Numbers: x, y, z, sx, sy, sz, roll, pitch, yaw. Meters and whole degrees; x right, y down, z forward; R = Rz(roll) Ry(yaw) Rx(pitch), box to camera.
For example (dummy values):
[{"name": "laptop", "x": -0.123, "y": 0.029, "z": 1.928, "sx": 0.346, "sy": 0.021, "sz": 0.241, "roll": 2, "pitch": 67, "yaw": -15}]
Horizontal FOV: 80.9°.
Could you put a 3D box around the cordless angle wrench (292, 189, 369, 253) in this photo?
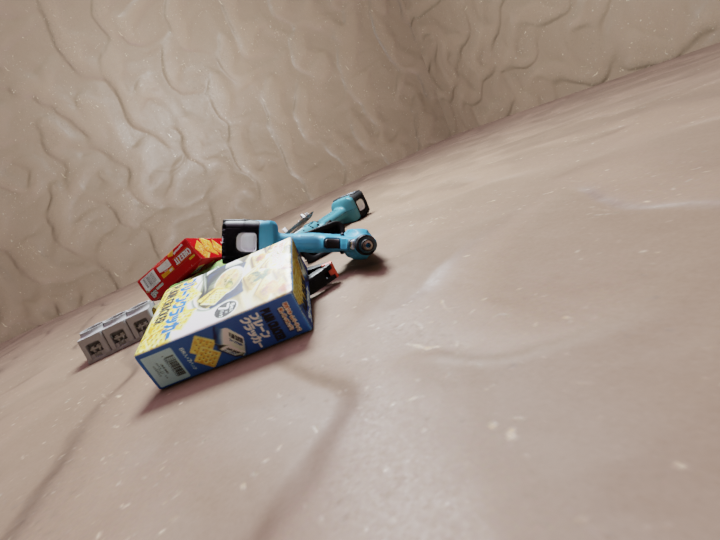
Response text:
[{"name": "cordless angle wrench", "x": -0.122, "y": -0.099, "z": 1.096, "sx": 0.102, "sy": 0.073, "sz": 0.415, "roll": -13, "pitch": 20, "yaw": 41}]

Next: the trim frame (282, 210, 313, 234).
[{"name": "trim frame", "x": -0.213, "y": -0.098, "z": 1.187, "sx": 0.182, "sy": 0.027, "sz": 0.254, "roll": -45, "pitch": 10, "yaw": -22}]

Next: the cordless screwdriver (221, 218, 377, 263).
[{"name": "cordless screwdriver", "x": -0.100, "y": -0.045, "z": 0.689, "sx": 0.247, "sy": 0.074, "sz": 0.161, "roll": 1, "pitch": 4, "yaw": -5}]

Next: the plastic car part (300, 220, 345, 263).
[{"name": "plastic car part", "x": -0.092, "y": -0.060, "z": 0.939, "sx": 0.114, "sy": 0.066, "sz": 0.072, "roll": -27, "pitch": -2, "yaw": -28}]
